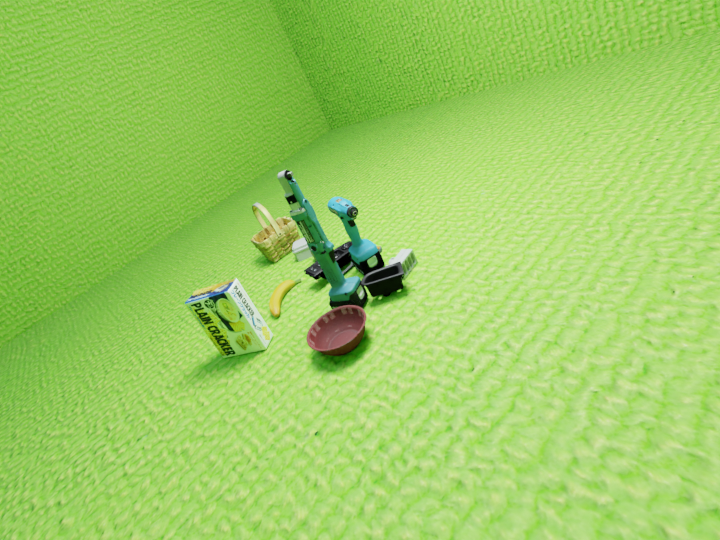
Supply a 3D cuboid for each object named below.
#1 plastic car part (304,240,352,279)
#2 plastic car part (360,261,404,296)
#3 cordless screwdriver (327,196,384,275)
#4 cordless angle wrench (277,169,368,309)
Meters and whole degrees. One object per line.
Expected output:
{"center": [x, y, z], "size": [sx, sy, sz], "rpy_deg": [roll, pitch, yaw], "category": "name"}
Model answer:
{"center": [-0.085, -0.027, 1.385], "size": [0.200, 0.064, 0.070], "rpy_deg": [-41, 28, -25], "category": "plastic car part"}
{"center": [0.067, 0.034, 1.131], "size": [0.118, 0.068, 0.067], "rpy_deg": [-22, 25, 12], "category": "plastic car part"}
{"center": [-0.007, -0.099, 1.244], "size": [0.074, 0.240, 0.166], "rpy_deg": [-32, 24, -12], "category": "cordless screwdriver"}
{"center": [-0.108, -0.070, 1.101], "size": [0.102, 0.408, 0.074], "rpy_deg": [-10, 28, 35], "category": "cordless angle wrench"}
